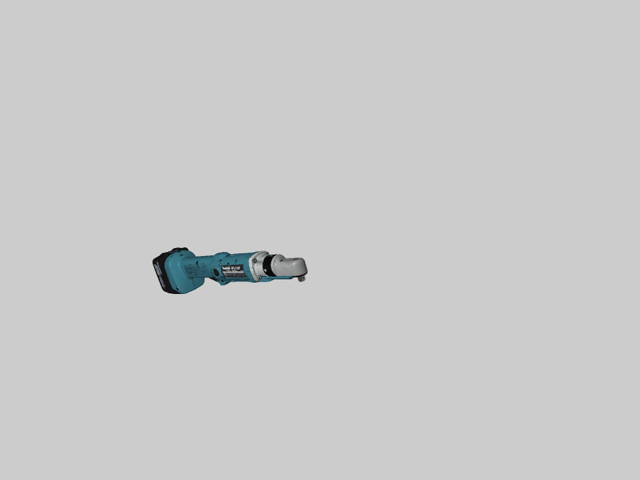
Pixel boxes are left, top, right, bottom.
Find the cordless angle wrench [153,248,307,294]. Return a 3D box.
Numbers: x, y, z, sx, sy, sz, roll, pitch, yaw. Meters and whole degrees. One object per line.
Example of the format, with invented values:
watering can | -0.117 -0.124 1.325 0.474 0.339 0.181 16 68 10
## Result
cordless angle wrench | -0.189 0.057 0.850 0.424 0.098 0.074 -5 16 40
